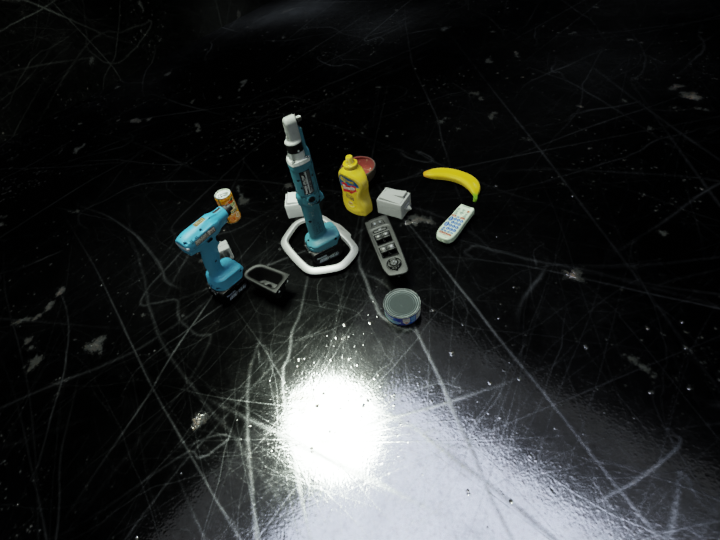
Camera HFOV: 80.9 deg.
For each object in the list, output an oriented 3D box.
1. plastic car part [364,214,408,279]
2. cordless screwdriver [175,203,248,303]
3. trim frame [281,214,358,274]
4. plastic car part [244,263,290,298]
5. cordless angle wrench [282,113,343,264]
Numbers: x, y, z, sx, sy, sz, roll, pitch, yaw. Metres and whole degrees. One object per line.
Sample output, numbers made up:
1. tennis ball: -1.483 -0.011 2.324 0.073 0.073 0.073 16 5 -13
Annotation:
1. plastic car part: 0.069 -0.053 1.097 0.066 0.064 0.212 -16 47 -2
2. cordless screwdriver: -0.355 -0.042 1.079 0.078 0.238 0.158 25 57 29
3. trim frame: -0.117 -0.076 1.194 0.182 0.026 0.263 -34 49 -16
4. plastic car part: -0.239 0.033 1.097 0.122 0.068 0.066 19 55 28
5. cordless angle wrench: -0.127 -0.187 1.037 0.097 0.405 0.078 -24 48 -11
